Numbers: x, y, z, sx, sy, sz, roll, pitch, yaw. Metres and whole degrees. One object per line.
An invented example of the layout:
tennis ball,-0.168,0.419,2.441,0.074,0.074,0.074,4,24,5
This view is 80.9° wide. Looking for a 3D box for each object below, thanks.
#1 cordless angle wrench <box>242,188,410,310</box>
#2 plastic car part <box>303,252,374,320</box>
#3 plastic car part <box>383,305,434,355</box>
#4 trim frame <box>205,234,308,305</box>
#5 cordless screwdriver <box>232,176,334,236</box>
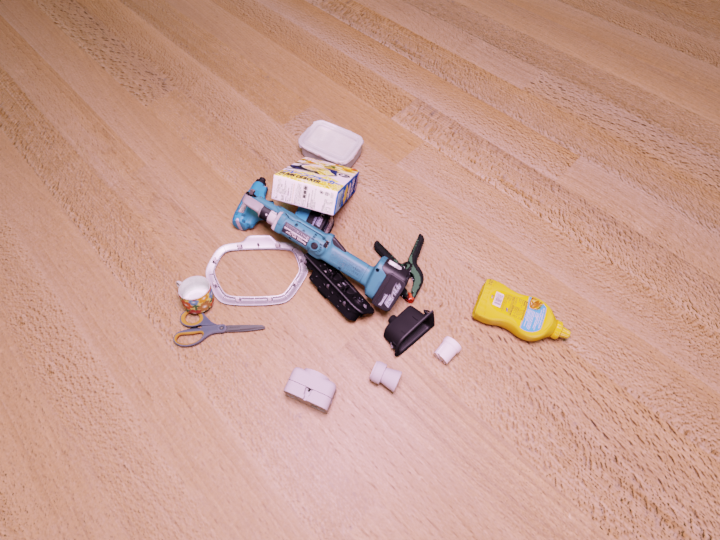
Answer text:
cordless angle wrench,-0.094,-0.061,0.956,0.432,0.073,0.097,32,109,10
plastic car part,-0.058,0.041,0.960,0.212,0.063,0.067,41,107,24
plastic car part,0.096,0.120,0.916,0.115,0.063,0.075,-36,51,-13
trim frame,-0.250,-0.003,1.017,0.250,0.026,0.189,-2,59,4
cordless screwdriver,-0.189,-0.157,1.077,0.255,0.072,0.161,13,62,14
